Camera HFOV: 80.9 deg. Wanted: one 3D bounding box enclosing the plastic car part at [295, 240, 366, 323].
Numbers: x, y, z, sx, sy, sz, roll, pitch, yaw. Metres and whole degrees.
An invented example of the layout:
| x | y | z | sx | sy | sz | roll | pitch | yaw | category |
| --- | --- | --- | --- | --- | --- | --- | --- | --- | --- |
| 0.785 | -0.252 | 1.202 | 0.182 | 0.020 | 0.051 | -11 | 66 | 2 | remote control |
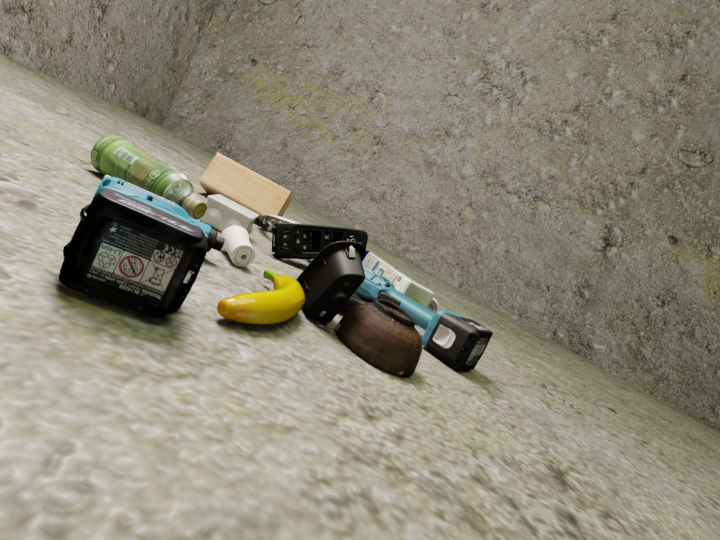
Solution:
| x | y | z | sx | sy | sz | roll | pitch | yaw | category |
| --- | --- | --- | --- | --- | --- | --- | --- | --- | --- |
| -0.037 | 0.022 | 0.541 | 0.063 | 0.117 | 0.074 | 25 | 32 | -30 | plastic car part |

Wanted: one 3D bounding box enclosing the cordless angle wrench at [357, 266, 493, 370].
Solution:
| x | y | z | sx | sy | sz | roll | pitch | yaw | category |
| --- | --- | --- | --- | --- | --- | --- | --- | --- | --- |
| 0.034 | 0.038 | 0.810 | 0.447 | 0.074 | 0.093 | 31 | 8 | 36 | cordless angle wrench |

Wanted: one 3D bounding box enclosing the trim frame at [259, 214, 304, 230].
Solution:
| x | y | z | sx | sy | sz | roll | pitch | yaw | category |
| --- | --- | --- | --- | --- | --- | --- | --- | --- | --- |
| -0.122 | -0.075 | 0.970 | 0.254 | 0.028 | 0.179 | 18 | -9 | 10 | trim frame |

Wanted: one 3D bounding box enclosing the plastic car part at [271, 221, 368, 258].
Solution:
| x | y | z | sx | sy | sz | roll | pitch | yaw | category |
| --- | --- | --- | --- | --- | --- | --- | --- | --- | --- |
| -0.081 | -0.053 | 0.828 | 0.196 | 0.067 | 0.069 | 1 | -5 | -23 | plastic car part |

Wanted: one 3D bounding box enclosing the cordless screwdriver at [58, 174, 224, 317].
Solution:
| x | y | z | sx | sy | sz | roll | pitch | yaw | category |
| --- | --- | --- | --- | --- | --- | --- | --- | --- | --- |
| -0.199 | -0.032 | 0.431 | 0.152 | 0.074 | 0.261 | 24 | 4 | -29 | cordless screwdriver |
